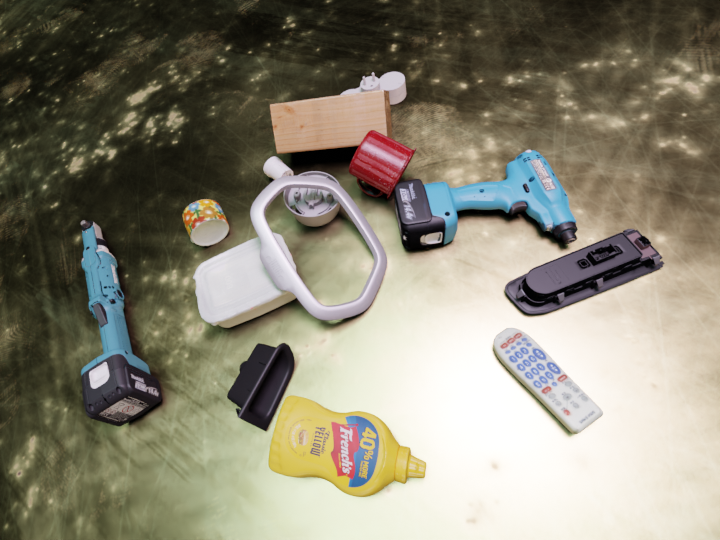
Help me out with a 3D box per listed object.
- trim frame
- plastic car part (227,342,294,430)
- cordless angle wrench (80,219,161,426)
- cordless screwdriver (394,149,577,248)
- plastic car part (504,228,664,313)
[{"bbox_3d":[-0.064,-0.042,0.659,0.181,0.028,0.251,-31,83,-24],"label":"trim frame"},{"bbox_3d":[-0.150,0.158,0.615,0.074,0.062,0.117,6,60,33],"label":"plastic car part"},{"bbox_3d":[-0.446,0.055,0.741,0.074,0.093,0.445,-32,55,-5],"label":"cordless angle wrench"},{"bbox_3d":[0.184,-0.088,0.645,0.250,0.071,0.165,-14,60,4],"label":"cordless screwdriver"},{"bbox_3d":[0.303,-0.001,0.571,0.204,0.064,0.069,-24,66,5],"label":"plastic car part"}]
